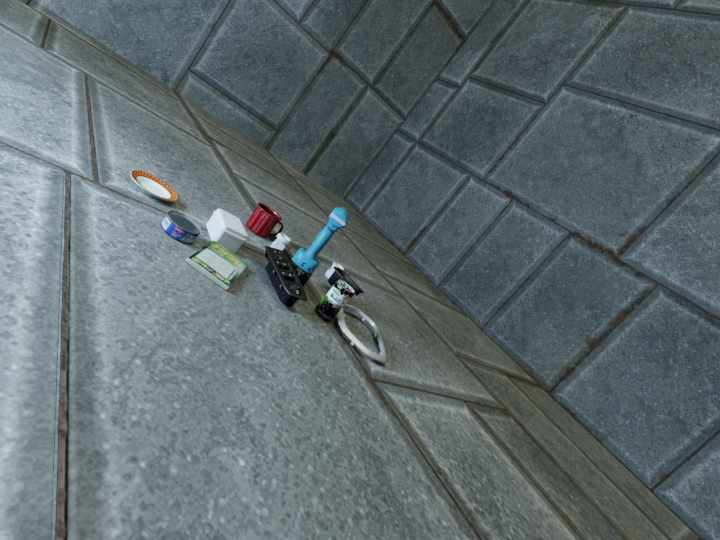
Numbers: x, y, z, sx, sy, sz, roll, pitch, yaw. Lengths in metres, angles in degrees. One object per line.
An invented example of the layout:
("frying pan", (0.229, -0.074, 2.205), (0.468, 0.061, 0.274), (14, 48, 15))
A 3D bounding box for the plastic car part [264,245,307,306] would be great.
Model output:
("plastic car part", (-0.197, 0.019, 1.060), (0.062, 0.067, 0.214), (27, 16, -43))

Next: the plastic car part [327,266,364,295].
("plastic car part", (-0.058, 0.051, 1.334), (0.122, 0.071, 0.063), (44, 13, 27))

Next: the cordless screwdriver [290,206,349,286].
("cordless screwdriver", (-0.118, -0.077, 1.211), (0.074, 0.249, 0.160), (37, 12, -7))

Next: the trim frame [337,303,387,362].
("trim frame", (0.004, 0.168, 1.174), (0.179, 0.027, 0.255), (34, 12, -16))
